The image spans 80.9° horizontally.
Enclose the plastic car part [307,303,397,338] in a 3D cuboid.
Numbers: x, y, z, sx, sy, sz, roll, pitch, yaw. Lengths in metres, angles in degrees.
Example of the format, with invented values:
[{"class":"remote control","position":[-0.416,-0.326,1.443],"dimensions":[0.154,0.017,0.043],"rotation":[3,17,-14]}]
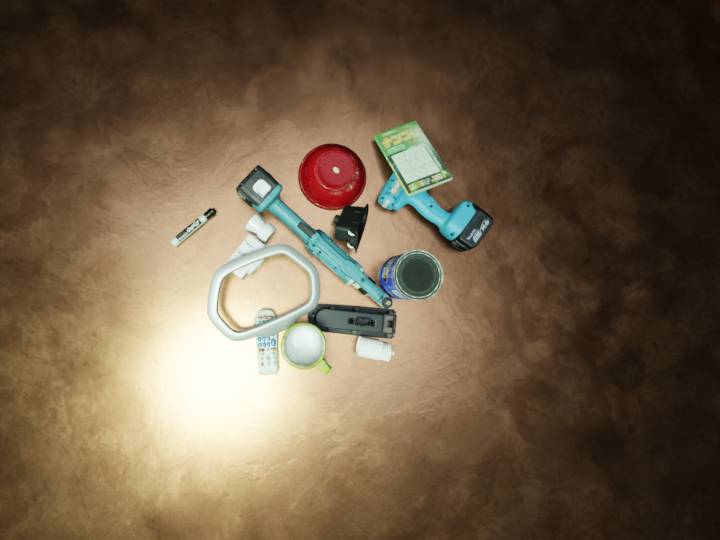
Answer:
[{"class":"plastic car part","position":[-0.018,0.113,0.932],"dimensions":[0.202,0.067,0.066],"rotation":[6,92,-2]}]

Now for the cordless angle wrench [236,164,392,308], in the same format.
[{"class":"cordless angle wrench","position":[-0.092,-0.060,0.936],"dimensions":[0.420,0.099,0.074],"rotation":[42,82,-4]}]

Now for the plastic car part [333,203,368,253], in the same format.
[{"class":"plastic car part","position":[-0.026,-0.105,0.946],"dimensions":[0.072,0.064,0.118],"rotation":[9,45,6]}]

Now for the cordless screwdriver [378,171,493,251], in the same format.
[{"class":"cordless screwdriver","position":[0.182,-0.163,0.972],"dimensions":[0.250,0.074,0.159],"rotation":[32,82,3]}]

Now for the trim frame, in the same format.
[{"class":"trim frame","position":[-0.203,0.049,0.898],"dimensions":[0.245,0.028,0.182],"rotation":[-24,95,-14]}]
